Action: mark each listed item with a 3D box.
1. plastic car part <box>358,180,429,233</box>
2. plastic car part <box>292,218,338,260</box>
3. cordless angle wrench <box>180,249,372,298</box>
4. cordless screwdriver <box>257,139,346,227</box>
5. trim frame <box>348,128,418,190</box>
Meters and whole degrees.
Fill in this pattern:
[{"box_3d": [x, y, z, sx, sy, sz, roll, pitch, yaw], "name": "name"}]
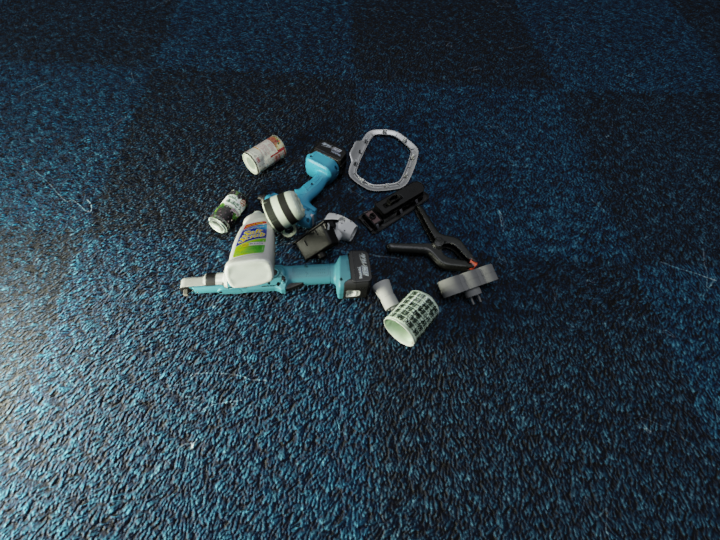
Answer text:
[{"box_3d": [0.092, -0.175, 1.088, 0.199, 0.065, 0.070, -30, 59, -23], "name": "plastic car part"}, {"box_3d": [-0.097, -0.064, 0.996, 0.063, 0.118, 0.073, -7, 66, -59], "name": "plastic car part"}, {"box_3d": [-0.191, 0.019, 0.950, 0.422, 0.072, 0.101, -3, 58, -2], "name": "cordless angle wrench"}, {"box_3d": [-0.147, -0.235, 1.108, 0.163, 0.072, 0.249, 23, 64, 11], "name": "cordless screwdriver"}, {"box_3d": [0.063, -0.317, 1.194, 0.188, 0.027, 0.250, 18, 61, 10], "name": "trim frame"}]
